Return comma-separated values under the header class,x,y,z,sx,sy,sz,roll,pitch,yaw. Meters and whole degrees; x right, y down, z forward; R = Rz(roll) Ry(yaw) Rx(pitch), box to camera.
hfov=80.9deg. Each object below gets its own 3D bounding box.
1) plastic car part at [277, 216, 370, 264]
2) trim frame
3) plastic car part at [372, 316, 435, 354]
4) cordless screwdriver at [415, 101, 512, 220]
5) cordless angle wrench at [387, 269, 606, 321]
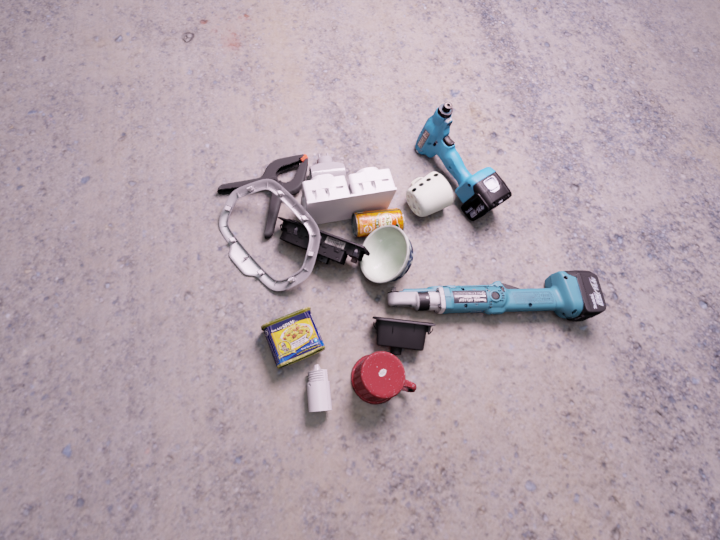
class,x,y,z,sx,sy,sz,roll,pitch,yaw
plastic car part,-0.085,-0.056,0.871,0.210,0.064,0.067,25,93,17
trim frame,-0.191,-0.075,0.863,0.185,0.027,0.255,-46,76,12
plastic car part,0.079,0.128,0.822,0.116,0.065,0.071,3,83,-1
cordless screwdriver,0.225,-0.241,0.931,0.073,0.157,0.255,-30,76,-18
cordless angle wrench,0.265,0.056,0.860,0.421,0.073,0.100,-1,68,-3
